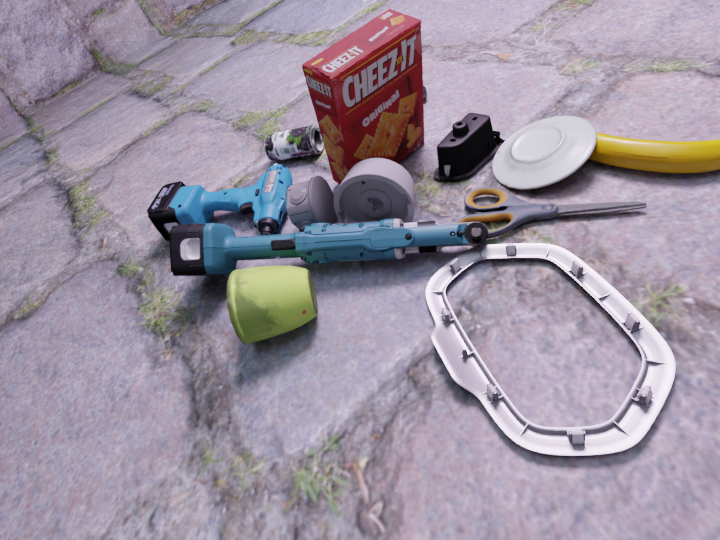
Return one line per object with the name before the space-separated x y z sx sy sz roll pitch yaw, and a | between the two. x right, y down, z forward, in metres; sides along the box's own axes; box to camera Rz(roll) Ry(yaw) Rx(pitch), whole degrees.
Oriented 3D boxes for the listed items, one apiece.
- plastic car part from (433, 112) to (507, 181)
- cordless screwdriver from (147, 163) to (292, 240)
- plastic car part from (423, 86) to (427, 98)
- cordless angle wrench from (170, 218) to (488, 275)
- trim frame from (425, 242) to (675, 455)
plastic car part | 0.155 -0.190 0.624 0.115 0.067 0.070 -42 45 -21
cordless screwdriver | -0.241 -0.101 0.727 0.254 0.071 0.164 -8 46 13
plastic car part | 0.030 -0.354 0.845 0.210 0.064 0.067 1 42 22
cordless angle wrench | -0.056 -0.036 0.569 0.435 0.095 0.074 -2 89 17
trim frame | 0.167 0.055 0.420 0.185 0.026 0.260 -25 45 3
